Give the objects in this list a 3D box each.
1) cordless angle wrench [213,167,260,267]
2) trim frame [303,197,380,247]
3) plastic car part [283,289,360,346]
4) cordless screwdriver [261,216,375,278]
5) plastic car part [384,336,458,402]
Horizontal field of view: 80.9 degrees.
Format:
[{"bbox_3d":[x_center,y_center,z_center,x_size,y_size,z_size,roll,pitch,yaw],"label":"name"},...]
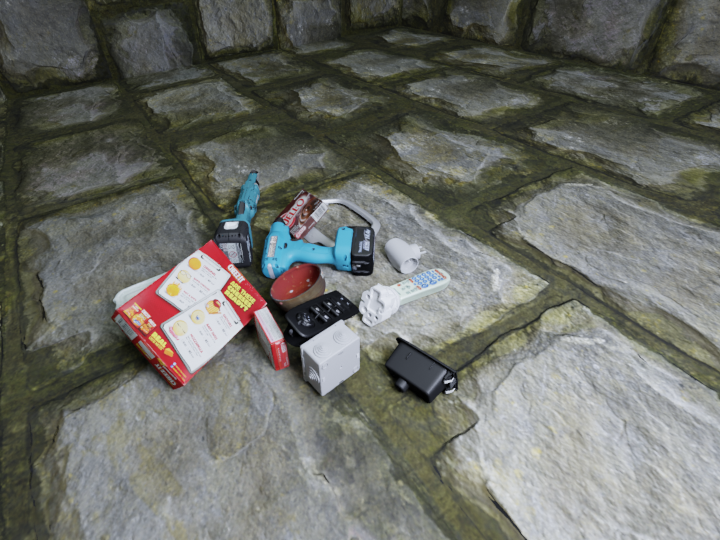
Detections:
[{"bbox_3d":[-0.300,-0.161,1.099,0.074,0.095,0.437,-4,35,-3],"label":"cordless angle wrench"},{"bbox_3d":[-0.064,-0.121,1.072,0.180,0.027,0.263,-26,46,-27],"label":"trim frame"},{"bbox_3d":[-0.077,0.087,0.753,0.068,0.067,0.196,45,20,13],"label":"plastic car part"},{"bbox_3d":[-0.093,-0.061,0.946,0.252,0.071,0.164,-2,52,6],"label":"cordless screwdriver"},{"bbox_3d":[0.090,0.169,0.687,0.123,0.063,0.070,26,60,35],"label":"plastic car part"}]
